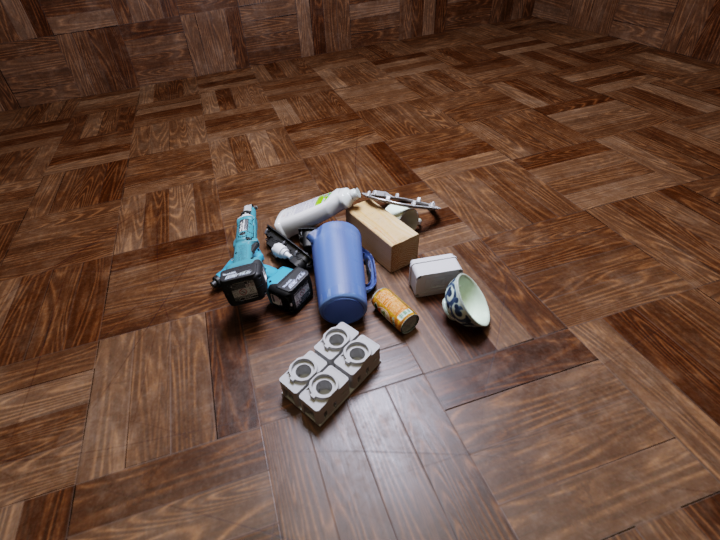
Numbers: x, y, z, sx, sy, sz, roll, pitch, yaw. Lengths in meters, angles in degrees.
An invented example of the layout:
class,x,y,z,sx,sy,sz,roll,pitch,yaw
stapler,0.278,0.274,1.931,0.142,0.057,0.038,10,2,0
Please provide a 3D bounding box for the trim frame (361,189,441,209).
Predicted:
class,x,y,z,sx,sy,sz,roll,pitch,yaw
trim frame,0.118,-0.205,1.219,0.237,0.027,0.195,-3,19,-38

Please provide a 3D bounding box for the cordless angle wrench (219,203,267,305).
class,x,y,z,sx,sy,sz,roll,pitch,yaw
cordless angle wrench,-0.296,-0.073,1.095,0.098,0.071,0.440,-15,34,-3

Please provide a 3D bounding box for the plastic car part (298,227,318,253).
class,x,y,z,sx,sy,sz,roll,pitch,yaw
plastic car part,-0.114,-0.074,1.164,0.117,0.064,0.073,1,56,4

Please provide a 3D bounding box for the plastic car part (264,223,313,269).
class,x,y,z,sx,sy,sz,roll,pitch,yaw
plastic car part,-0.199,-0.053,1.143,0.214,0.063,0.066,30,62,34

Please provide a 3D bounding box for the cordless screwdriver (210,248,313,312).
class,x,y,z,sx,sy,sz,roll,pitch,yaw
cordless screwdriver,-0.249,0.027,1.053,0.262,0.071,0.157,23,49,34
